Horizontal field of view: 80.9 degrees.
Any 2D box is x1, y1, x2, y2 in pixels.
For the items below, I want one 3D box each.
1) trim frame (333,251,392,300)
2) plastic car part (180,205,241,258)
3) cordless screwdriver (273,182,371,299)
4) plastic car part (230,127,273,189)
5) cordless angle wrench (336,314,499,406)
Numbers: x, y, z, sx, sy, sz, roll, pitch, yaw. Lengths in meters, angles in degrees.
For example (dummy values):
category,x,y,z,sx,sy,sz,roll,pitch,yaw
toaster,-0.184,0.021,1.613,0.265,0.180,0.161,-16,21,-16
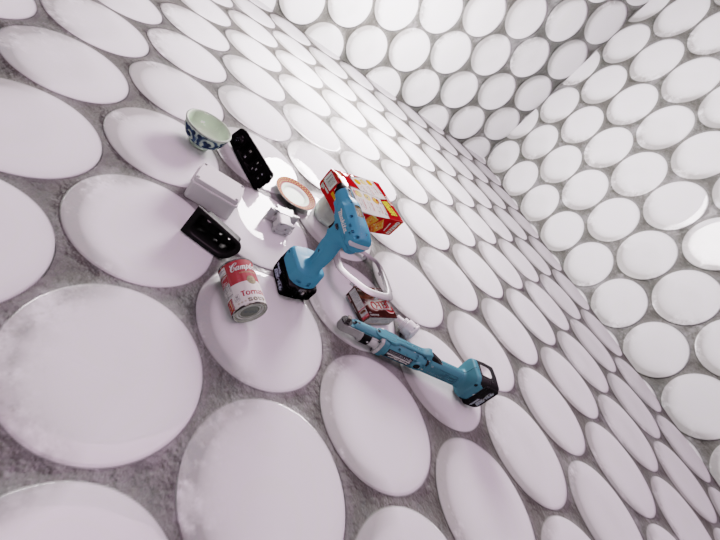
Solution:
category,x,y,z,sx,sy,sz,roll,pitch,yaw
trim frame,0.006,-0.001,1.086,0.179,0.027,0.256,24,20,-18
plastic car part,-0.293,-0.078,0.863,0.114,0.066,0.072,39,16,-13
cordless screwdriver,-0.085,-0.056,0.873,0.070,0.252,0.166,17,46,-39
plastic car part,-0.289,-0.305,1.144,0.210,0.067,0.064,56,23,21
cordless angle wrench,0.127,0.199,0.970,0.410,0.098,0.076,27,35,-17
